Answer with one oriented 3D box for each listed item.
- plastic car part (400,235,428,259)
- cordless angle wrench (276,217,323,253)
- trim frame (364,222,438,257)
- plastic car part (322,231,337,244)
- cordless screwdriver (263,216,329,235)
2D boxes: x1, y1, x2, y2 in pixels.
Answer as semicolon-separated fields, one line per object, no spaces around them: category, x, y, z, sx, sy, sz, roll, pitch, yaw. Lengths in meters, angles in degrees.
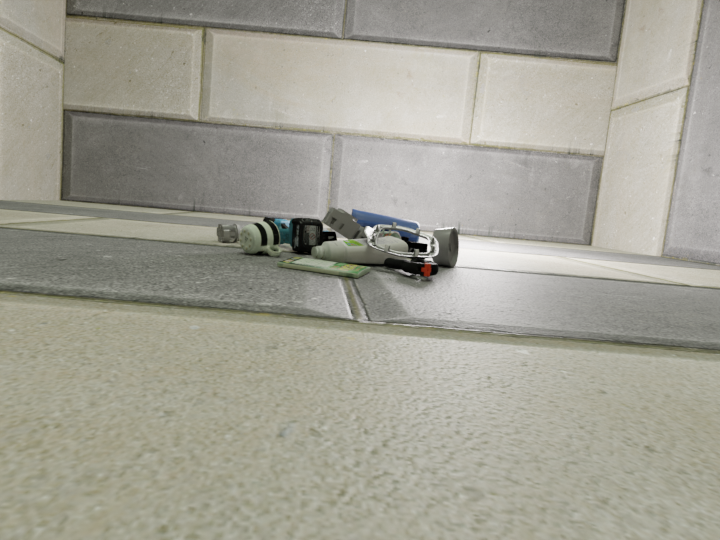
plastic car part;0.146;-0.071;1.329;0.063;0.067;0.214;11;6;-35
cordless angle wrench;-0.253;-0.115;1.322;0.071;0.097;0.443;1;5;-34
trim frame;0.101;-0.080;1.053;0.188;0.027;0.248;10;23;8
plastic car part;-0.122;-0.080;1.250;0.069;0.065;0.122;-16;14;-30
cordless screwdriver;-0.237;-0.130;1.453;0.261;0.074;0.153;14;11;29
